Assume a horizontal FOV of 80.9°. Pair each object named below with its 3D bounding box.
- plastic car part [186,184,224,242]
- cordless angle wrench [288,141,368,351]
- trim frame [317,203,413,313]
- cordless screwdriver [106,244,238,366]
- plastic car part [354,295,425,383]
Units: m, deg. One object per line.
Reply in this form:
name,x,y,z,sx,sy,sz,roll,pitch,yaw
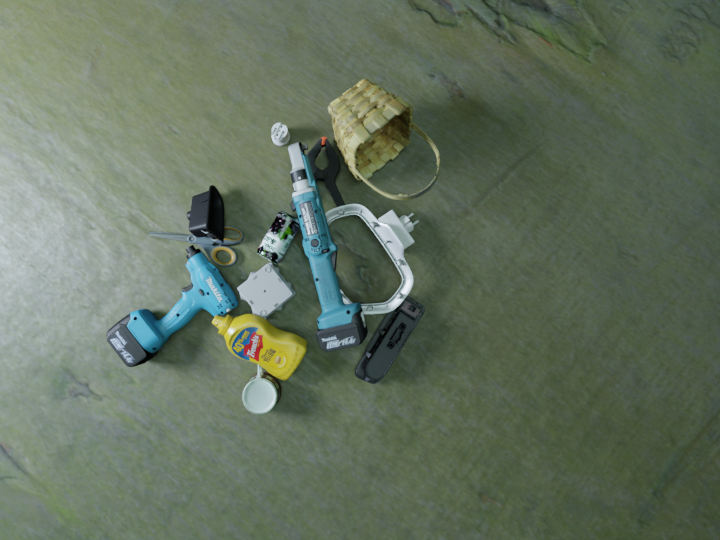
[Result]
plastic car part,-0.330,-0.115,0.889,0.072,0.063,0.120,-15,63,9
cordless angle wrench,-0.084,-0.055,0.860,0.099,0.073,0.424,-15,87,11
trim frame,-0.002,-0.021,0.887,0.185,0.027,0.251,-34,84,10
cordless screwdriver,-0.395,0.071,0.867,0.247,0.075,0.159,-34,91,-7
plastic car part,0.064,0.149,0.878,0.065,0.068,0.203,34,88,-8
